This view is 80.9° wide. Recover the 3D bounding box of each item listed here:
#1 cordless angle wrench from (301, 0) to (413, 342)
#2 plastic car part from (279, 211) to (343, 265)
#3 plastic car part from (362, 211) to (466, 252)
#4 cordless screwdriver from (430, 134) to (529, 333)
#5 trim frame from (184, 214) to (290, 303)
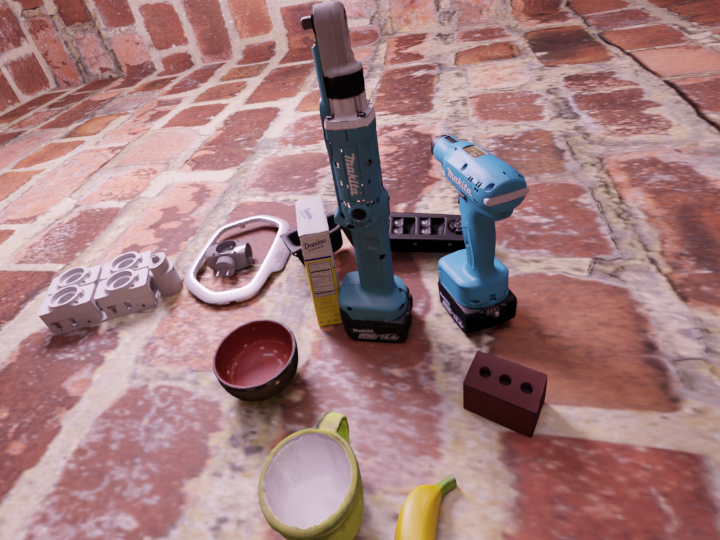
[{"bbox_3d":[0.001,-0.079,0.497,0.100,0.406,0.075,1,40,14],"label":"cordless angle wrench"},{"bbox_3d":[-0.073,-0.048,0.747,0.115,0.068,0.070,-25,41,-15],"label":"plastic car part"},{"bbox_3d":[0.100,-0.058,0.713,0.208,0.064,0.067,-1,40,15],"label":"plastic car part"},{"bbox_3d":[0.139,-0.048,0.553,0.074,0.239,0.167,-17,39,-9],"label":"cordless screwdriver"},{"bbox_3d":[-0.227,-0.029,0.801,0.189,0.026,0.252,0,41,15],"label":"trim frame"}]
